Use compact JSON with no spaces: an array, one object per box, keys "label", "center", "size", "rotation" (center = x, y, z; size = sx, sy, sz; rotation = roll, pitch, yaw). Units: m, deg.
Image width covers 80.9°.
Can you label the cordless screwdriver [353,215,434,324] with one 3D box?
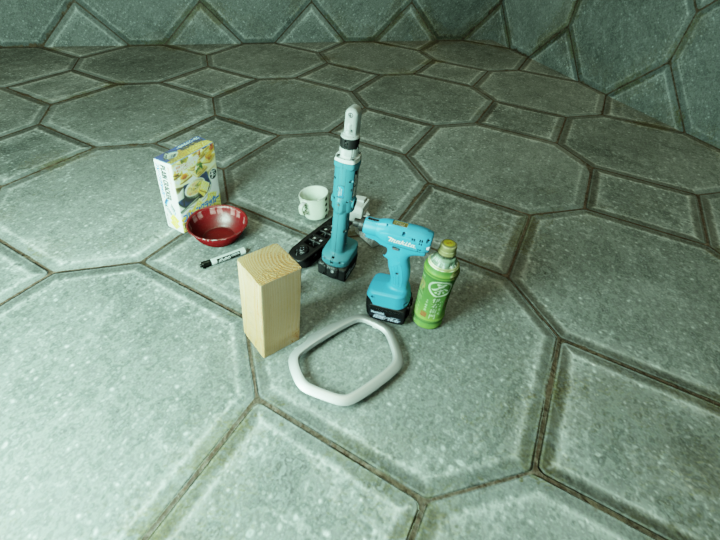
[{"label":"cordless screwdriver","center":[0.052,-0.004,0.899],"size":[0.163,0.242,0.074],"rotation":[18,41,12]}]

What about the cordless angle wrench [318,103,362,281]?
[{"label":"cordless angle wrench","center":[-0.036,-0.158,0.940],"size":[0.077,0.412,0.097],"rotation":[20,42,14]}]

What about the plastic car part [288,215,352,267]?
[{"label":"plastic car part","center":[-0.107,-0.070,1.098],"size":[0.069,0.065,0.199],"rotation":[29,47,25]}]

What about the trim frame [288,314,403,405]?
[{"label":"trim frame","center":[-0.027,0.173,0.855],"size":[0.242,0.027,0.194],"rotation":[-29,51,-32]}]
